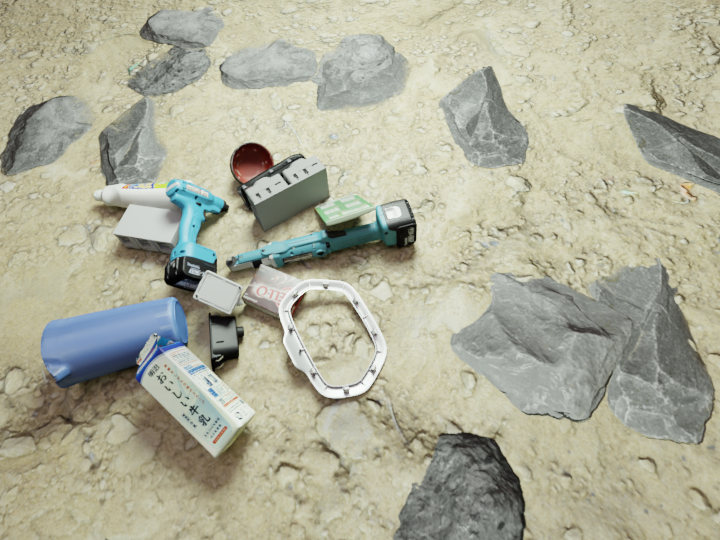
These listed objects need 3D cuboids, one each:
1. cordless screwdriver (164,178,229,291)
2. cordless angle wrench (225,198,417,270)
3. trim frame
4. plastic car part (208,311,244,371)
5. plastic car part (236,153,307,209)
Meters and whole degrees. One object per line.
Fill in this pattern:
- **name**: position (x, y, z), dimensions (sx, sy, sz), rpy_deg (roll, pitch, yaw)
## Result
- **cordless screwdriver**: position (-0.364, -0.078, 0.963), dimensions (0.076, 0.150, 0.255), rpy_deg (-24, 64, 32)
- **cordless angle wrench**: position (-0.092, -0.060, 0.939), dimensions (0.424, 0.094, 0.077), rpy_deg (-14, 59, 2)
- **trim frame**: position (-0.057, 0.124, 0.831), dimensions (0.181, 0.027, 0.257), rpy_deg (-25, 69, -14)
- **plastic car part**: position (-0.271, 0.134, 0.854), dimensions (0.069, 0.065, 0.121), rpy_deg (-2, 54, -15)
- **plastic car part**: position (-0.205, -0.232, 1.053), dimensions (0.200, 0.069, 0.065), rpy_deg (-38, 99, -21)
